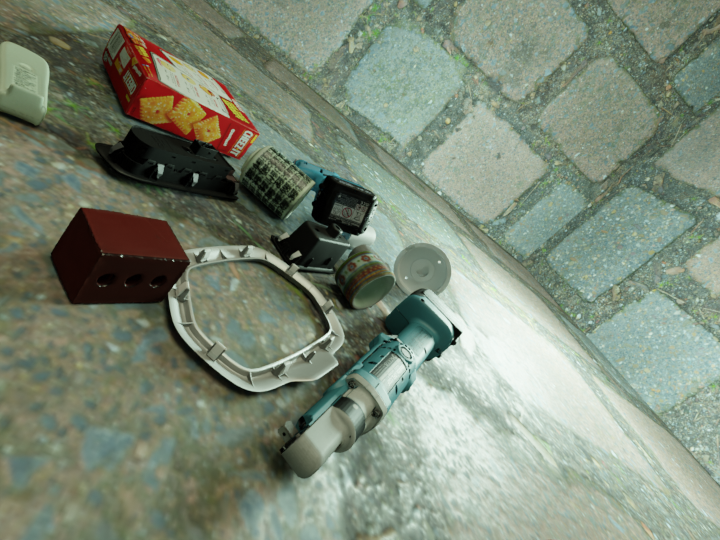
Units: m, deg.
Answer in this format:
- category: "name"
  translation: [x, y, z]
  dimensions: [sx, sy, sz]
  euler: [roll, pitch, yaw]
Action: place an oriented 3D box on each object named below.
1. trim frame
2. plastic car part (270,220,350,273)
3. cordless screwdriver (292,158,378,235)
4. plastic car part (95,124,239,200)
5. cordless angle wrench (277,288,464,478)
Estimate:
- category: "trim frame"
  translation: [-0.098, 0.038, 0.450]
  dimensions: [0.190, 0.028, 0.240]
  euler: [48, 19, 14]
- category: "plastic car part"
  translation: [-0.060, -0.040, 0.618]
  dimensions: [0.111, 0.071, 0.069]
  euler: [7, 42, -53]
- category: "cordless screwdriver"
  translation: [-0.037, -0.140, 0.783]
  dimensions: [0.153, 0.074, 0.260]
  euler: [15, 18, -25]
- category: "plastic car part"
  translation: [-0.224, -0.135, 0.533]
  dimensions: [0.068, 0.068, 0.195]
  euler: [56, 25, 13]
- category: "cordless angle wrench"
  translation: [0.034, 0.109, 0.489]
  dimensions: [0.100, 0.075, 0.410]
  euler: [46, 22, 10]
